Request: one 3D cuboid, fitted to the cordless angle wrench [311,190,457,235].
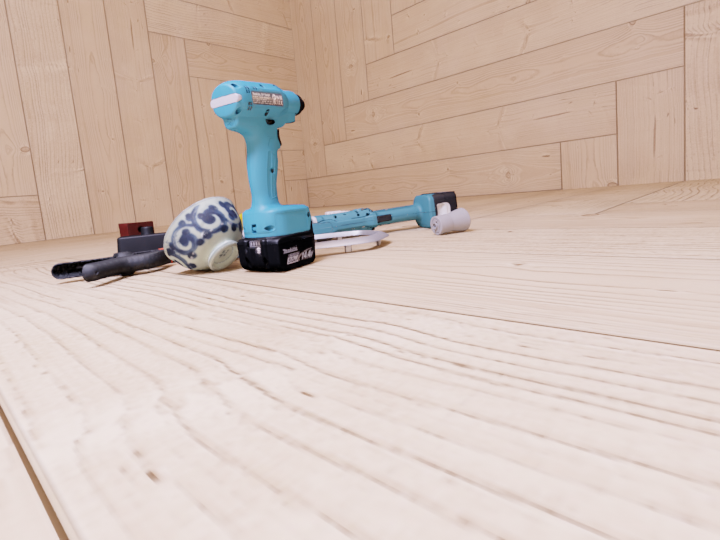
[{"bbox_3d":[0.002,-0.105,0.898,0.414,0.073,0.101,-11,10,-16],"label":"cordless angle wrench"}]

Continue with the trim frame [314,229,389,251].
[{"bbox_3d":[-0.072,-0.047,0.736,0.246,0.027,0.188,-9,12,-8],"label":"trim frame"}]

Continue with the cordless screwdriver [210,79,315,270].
[{"bbox_3d":[-0.114,-0.130,0.586,0.078,0.245,0.155,-1,14,31],"label":"cordless screwdriver"}]

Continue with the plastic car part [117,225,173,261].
[{"bbox_3d":[-0.388,-0.043,0.761,0.114,0.070,0.068,-12,11,-18],"label":"plastic car part"}]
